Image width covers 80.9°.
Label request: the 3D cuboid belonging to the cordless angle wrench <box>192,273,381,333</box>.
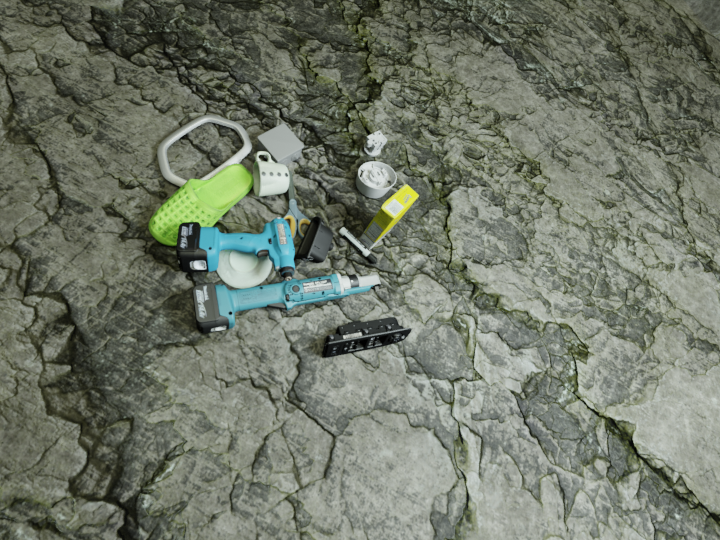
[{"bbox_3d":[-0.150,0.051,0.938,0.412,0.074,0.101,-9,69,-18],"label":"cordless angle wrench"}]

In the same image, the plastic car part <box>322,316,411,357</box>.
[{"bbox_3d":[0.011,0.144,0.939,0.199,0.064,0.070,-5,43,-13],"label":"plastic car part"}]

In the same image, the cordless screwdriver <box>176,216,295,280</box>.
[{"bbox_3d":[-0.266,-0.038,0.915,0.243,0.073,0.166,-5,53,-15],"label":"cordless screwdriver"}]

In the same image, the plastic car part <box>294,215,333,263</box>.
[{"bbox_3d":[-0.098,-0.064,1.001,0.068,0.069,0.117,34,67,-28],"label":"plastic car part"}]

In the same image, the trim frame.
[{"bbox_3d":[-0.391,-0.300,1.066,0.187,0.027,0.246,39,63,7],"label":"trim frame"}]
